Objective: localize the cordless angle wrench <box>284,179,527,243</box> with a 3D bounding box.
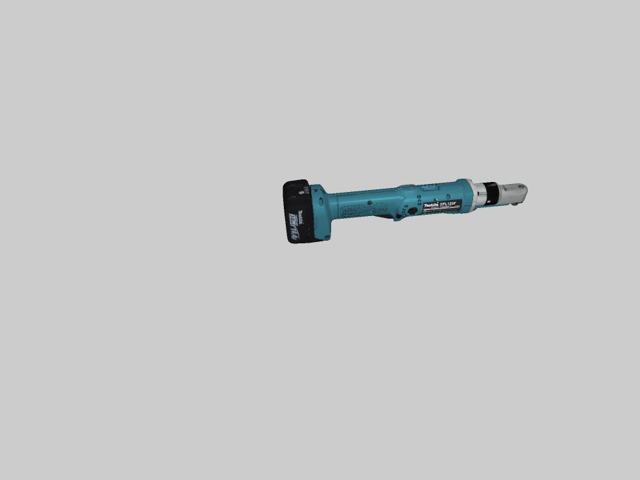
[{"bbox_3d":[0.150,-0.065,0.729,0.423,0.098,0.074,-6,45,-3],"label":"cordless angle wrench"}]
